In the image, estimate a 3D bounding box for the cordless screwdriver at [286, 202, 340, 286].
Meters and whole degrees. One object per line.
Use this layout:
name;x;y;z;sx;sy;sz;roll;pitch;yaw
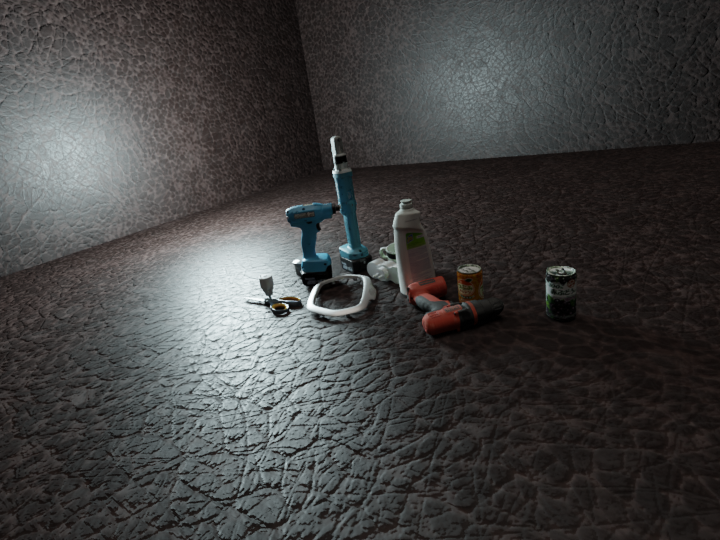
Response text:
cordless screwdriver;-0.125;-0.081;1.274;0.160;0.243;0.075;-8;17;4

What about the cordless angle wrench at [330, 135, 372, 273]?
cordless angle wrench;-0.041;-0.202;1.308;0.072;0.413;0.103;-18;19;-26

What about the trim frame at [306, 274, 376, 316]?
trim frame;-0.050;0.066;1.160;0.187;0.027;0.251;-7;21;9
